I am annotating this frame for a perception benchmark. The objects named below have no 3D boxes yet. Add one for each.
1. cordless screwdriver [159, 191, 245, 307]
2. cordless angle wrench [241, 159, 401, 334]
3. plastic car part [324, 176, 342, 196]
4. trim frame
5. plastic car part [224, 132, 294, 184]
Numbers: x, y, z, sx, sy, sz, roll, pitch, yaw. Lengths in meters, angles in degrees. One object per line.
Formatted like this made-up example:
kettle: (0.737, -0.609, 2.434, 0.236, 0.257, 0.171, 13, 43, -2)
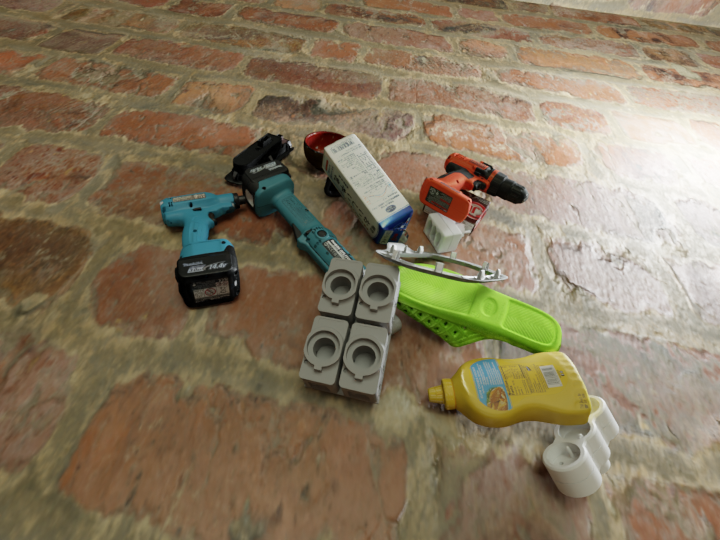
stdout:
cordless screwdriver: (-0.260, -0.057, 0.747, 0.155, 0.072, 0.262, -14, 46, -19)
cordless angle wrench: (-0.074, -0.049, 0.760, 0.096, 0.072, 0.444, -26, 57, -27)
plastic car part: (-0.025, -0.201, 0.919, 0.116, 0.064, 0.073, -4, 33, -6)
trim frame: (0.132, -0.015, 0.688, 0.194, 0.027, 0.237, 19, 14, 36)
plastic car part: (-0.225, -0.258, 0.949, 0.068, 0.066, 0.202, 28, 52, 8)
